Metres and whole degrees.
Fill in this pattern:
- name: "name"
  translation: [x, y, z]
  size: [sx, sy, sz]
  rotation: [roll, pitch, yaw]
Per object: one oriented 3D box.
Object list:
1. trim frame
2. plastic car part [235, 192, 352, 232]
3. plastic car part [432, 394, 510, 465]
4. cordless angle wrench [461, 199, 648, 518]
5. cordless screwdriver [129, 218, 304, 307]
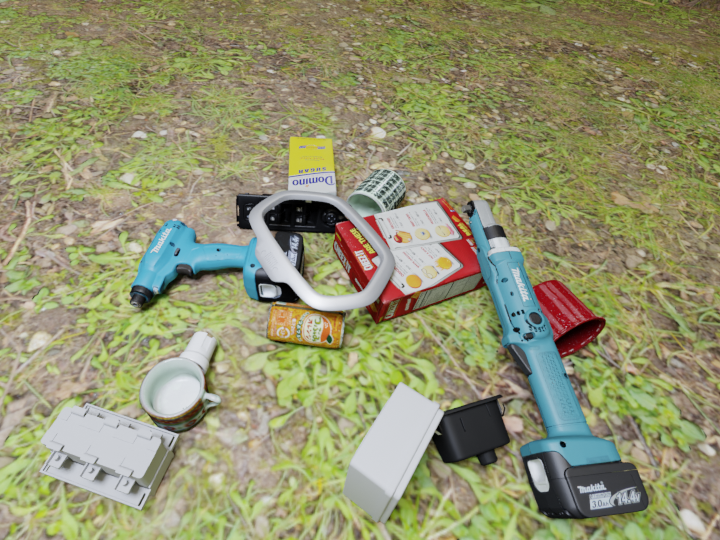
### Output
- name: "trim frame"
  translation: [-0.061, -0.040, 0.623]
  size: [0.179, 0.027, 0.260]
  rotation: [-22, 57, -28]
- name: "plastic car part"
  translation: [-0.117, -0.106, 0.759]
  size: [0.203, 0.065, 0.068]
  rotation: [5, 22, 0]
- name: "plastic car part"
  translation: [0.135, 0.198, 0.512]
  size: [0.114, 0.065, 0.073]
  rotation: [-7, 65, -17]
- name: "cordless angle wrench"
  translation: [0.218, 0.076, 0.562]
  size: [0.097, 0.073, 0.437]
  rotation: [-4, 59, -10]
- name: "cordless screwdriver"
  translation: [-0.213, 0.001, 0.642]
  size: [0.251, 0.072, 0.162]
  rotation: [6, 48, 5]
